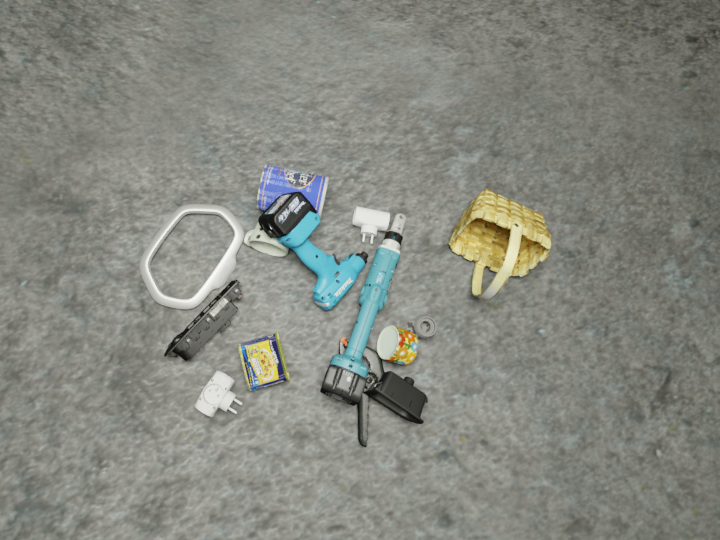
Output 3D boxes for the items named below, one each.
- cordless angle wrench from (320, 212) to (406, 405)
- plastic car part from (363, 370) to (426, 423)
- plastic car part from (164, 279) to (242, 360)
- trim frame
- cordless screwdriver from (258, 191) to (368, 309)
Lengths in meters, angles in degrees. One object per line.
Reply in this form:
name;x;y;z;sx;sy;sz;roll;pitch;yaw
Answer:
cordless angle wrench;0.026;0.055;0.874;0.075;0.096;0.426;20;65;2
plastic car part;0.077;0.240;0.829;0.116;0.066;0.071;30;63;-3
plastic car part;-0.314;0.107;0.869;0.201;0.069;0.065;-44;112;-15
trim frame;-0.363;-0.036;0.916;0.186;0.027;0.249;29;73;4
cordless screwdriver;-0.086;-0.056;0.877;0.158;0.078;0.239;-47;116;-25
